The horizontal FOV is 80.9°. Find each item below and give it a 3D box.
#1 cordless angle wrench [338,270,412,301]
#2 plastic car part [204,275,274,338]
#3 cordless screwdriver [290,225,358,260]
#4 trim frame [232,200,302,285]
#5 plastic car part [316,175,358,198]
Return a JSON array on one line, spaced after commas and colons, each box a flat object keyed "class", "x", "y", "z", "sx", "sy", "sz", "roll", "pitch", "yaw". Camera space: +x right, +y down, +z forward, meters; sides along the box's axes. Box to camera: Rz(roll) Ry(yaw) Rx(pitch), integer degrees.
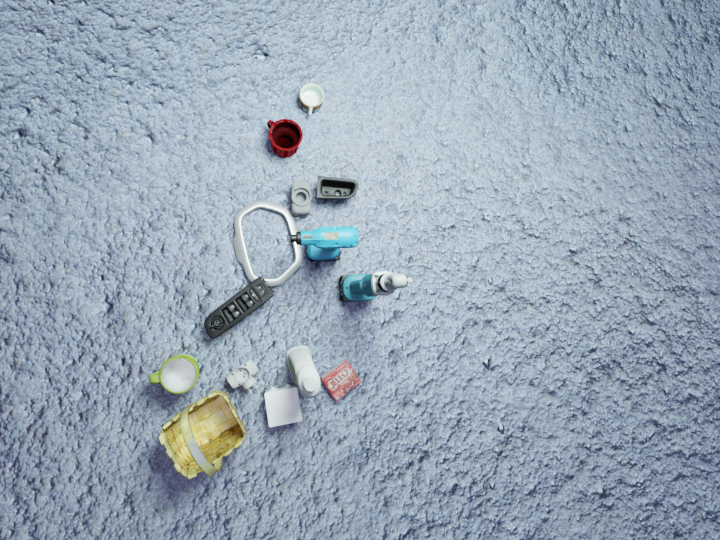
[{"class": "cordless angle wrench", "x": 0.028, "y": 0.035, "z": 1.008, "sx": 0.096, "sy": 0.427, "sz": 0.075, "roll": -3, "pitch": 86, "yaw": -12}, {"class": "plastic car part", "x": -0.329, "y": 0.100, "z": 1.136, "sx": 0.201, "sy": 0.067, "sz": 0.066, "roll": -38, "pitch": 91, "yaw": -11}, {"class": "cordless screwdriver", "x": -0.107, "y": -0.070, "z": 1.094, "sx": 0.157, "sy": 0.251, "sz": 0.075, "roll": -2, "pitch": 86, "yaw": -11}, {"class": "trim frame", "x": -0.264, "y": -0.078, "z": 1.189, "sx": 0.182, "sy": 0.027, "sz": 0.250, "roll": -15, "pitch": 84, "yaw": -9}, {"class": "plastic car part", "x": -0.070, "y": -0.228, "z": 1.212, "sx": 0.115, "sy": 0.071, "sz": 0.066, "roll": 3, "pitch": 84, "yaw": -8}]
